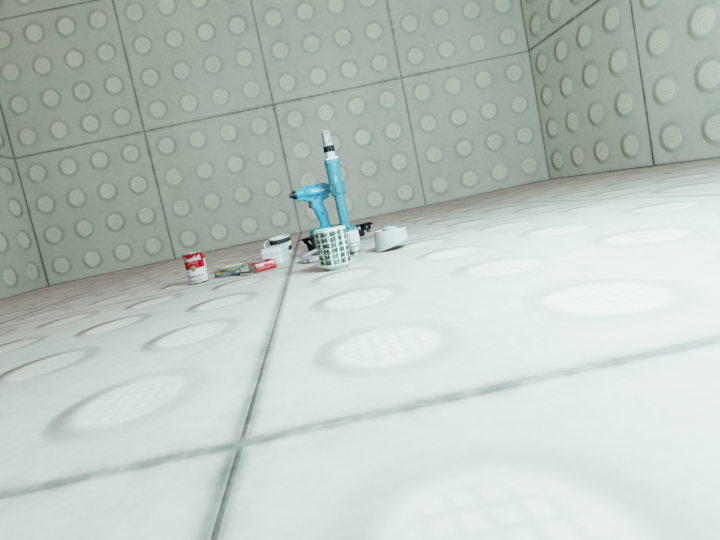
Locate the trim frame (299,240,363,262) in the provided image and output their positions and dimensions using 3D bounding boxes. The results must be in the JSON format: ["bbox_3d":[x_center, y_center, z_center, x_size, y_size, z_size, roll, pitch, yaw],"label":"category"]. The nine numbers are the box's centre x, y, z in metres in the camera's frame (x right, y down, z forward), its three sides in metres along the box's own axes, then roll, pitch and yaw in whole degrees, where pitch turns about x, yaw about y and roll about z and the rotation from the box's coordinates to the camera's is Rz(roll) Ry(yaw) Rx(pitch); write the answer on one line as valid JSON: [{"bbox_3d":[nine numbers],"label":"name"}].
[{"bbox_3d":[-0.089,-0.063,1.359,0.191,0.027,0.242,-7,11,28],"label":"trim frame"}]

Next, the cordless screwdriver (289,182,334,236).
[{"bbox_3d":[-0.172,-0.198,1.595,0.155,0.247,0.077,-14,6,-21],"label":"cordless screwdriver"}]

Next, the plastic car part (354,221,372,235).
[{"bbox_3d":[-0.050,-0.144,1.674,0.208,0.066,0.065,-9,7,16],"label":"plastic car part"}]

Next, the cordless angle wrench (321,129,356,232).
[{"bbox_3d":[-0.083,-0.292,1.511,0.074,0.420,0.100,-12,5,-8],"label":"cordless angle wrench"}]

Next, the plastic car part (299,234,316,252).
[{"bbox_3d":[-0.146,-0.095,1.493,0.069,0.070,0.112,-5,11,46],"label":"plastic car part"}]
